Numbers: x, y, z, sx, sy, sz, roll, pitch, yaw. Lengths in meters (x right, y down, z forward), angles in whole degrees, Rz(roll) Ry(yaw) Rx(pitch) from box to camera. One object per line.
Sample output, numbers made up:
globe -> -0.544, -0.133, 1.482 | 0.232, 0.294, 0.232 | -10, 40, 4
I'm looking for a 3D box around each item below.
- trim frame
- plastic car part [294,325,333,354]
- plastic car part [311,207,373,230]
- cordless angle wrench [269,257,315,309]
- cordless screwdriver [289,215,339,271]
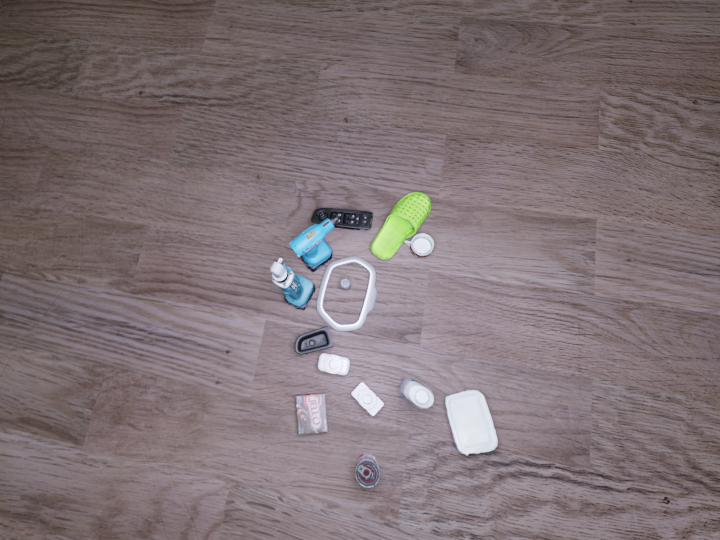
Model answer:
trim frame -> -0.042, 0.073, 1.372 | 0.187, 0.027, 0.250 | 13, 77, 9
plastic car part -> -0.147, 0.223, 1.321 | 0.117, 0.069, 0.067 | -17, 76, 0
plastic car part -> -0.062, -0.170, 1.420 | 0.206, 0.065, 0.067 | 8, 77, 8
cordless angle wrench -> -0.199, 0.037, 1.199 | 0.076, 0.414, 0.098 | 27, 80, 6
cordless screwdriver -> -0.128, -0.084, 1.312 | 0.158, 0.243, 0.076 | -37, 79, -6
